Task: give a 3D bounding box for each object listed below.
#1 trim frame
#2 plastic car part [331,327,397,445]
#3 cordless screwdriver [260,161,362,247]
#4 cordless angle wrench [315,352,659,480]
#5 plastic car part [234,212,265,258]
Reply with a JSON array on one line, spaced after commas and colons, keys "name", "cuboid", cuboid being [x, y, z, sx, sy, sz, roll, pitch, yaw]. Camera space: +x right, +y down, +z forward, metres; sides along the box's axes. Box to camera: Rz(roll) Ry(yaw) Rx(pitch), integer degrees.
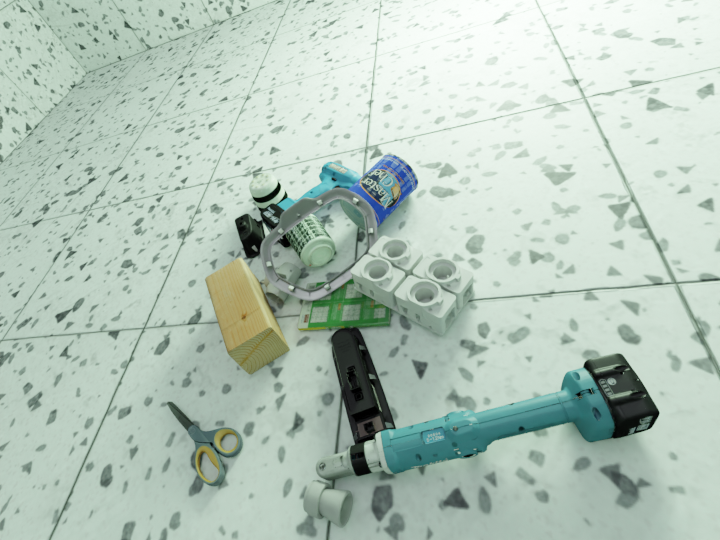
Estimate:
[{"name": "trim frame", "cuboid": [-0.081, -0.053, 0.828, 0.249, 0.027, 0.187, -35, 82, 4]}, {"name": "plastic car part", "cuboid": [-0.009, 0.173, 0.676, 0.067, 0.063, 0.212, -29, 43, 9]}, {"name": "cordless screwdriver", "cuboid": [-0.099, -0.155, 0.983, 0.246, 0.071, 0.169, -42, 48, -17]}, {"name": "cordless angle wrench", "cuboid": [0.135, 0.215, 0.554, 0.429, 0.093, 0.077, -20, 50, 13]}, {"name": "plastic car part", "cuboid": [-0.270, -0.093, 1.011, 0.066, 0.067, 0.122, -28, 43, 2]}]
